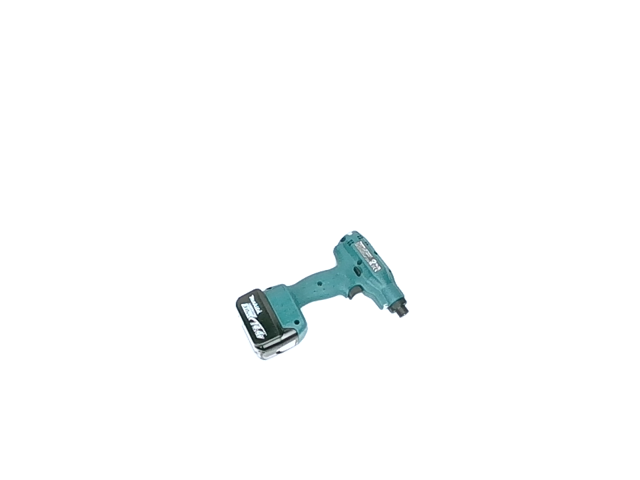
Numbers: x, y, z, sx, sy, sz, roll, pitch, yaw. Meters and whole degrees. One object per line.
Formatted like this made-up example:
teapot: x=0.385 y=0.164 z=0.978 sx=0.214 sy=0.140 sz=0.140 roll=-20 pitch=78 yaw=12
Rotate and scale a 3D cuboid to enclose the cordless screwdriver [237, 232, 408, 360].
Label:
cordless screwdriver: x=0.006 y=0.102 z=0.660 sx=0.248 sy=0.159 sz=0.074 roll=-28 pitch=-23 yaw=-18
